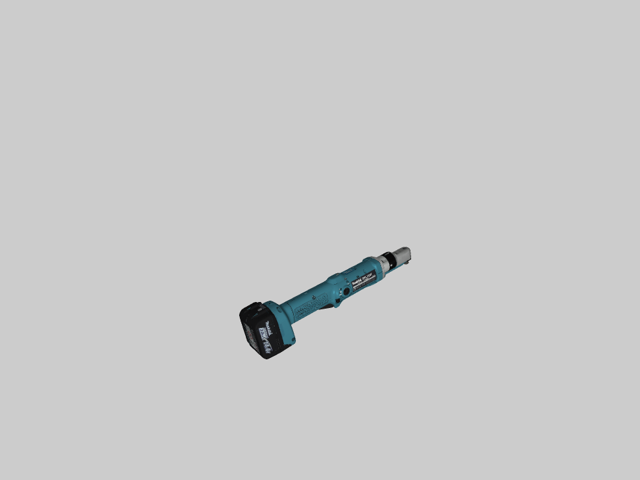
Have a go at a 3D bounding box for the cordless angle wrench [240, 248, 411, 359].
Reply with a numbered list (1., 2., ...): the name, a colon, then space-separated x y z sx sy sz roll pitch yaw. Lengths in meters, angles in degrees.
1. cordless angle wrench: 0.038 0.103 0.896 0.422 0.098 0.074 -25 26 -28
